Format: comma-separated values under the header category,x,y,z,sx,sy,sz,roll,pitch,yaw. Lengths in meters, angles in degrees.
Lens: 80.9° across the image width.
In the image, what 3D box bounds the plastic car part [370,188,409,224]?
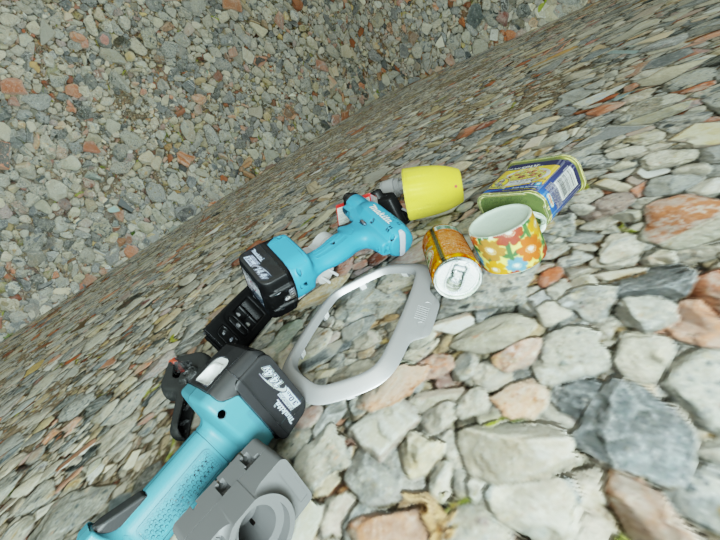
category,x,y,z,sx,sy,sz,roll,pitch,yaw
plastic car part,0.037,-0.116,0.782,0.065,0.069,0.121,-42,22,-31

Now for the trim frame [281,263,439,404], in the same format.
category,x,y,z,sx,sy,sz,roll,pitch,yaw
trim frame,0.002,0.065,0.512,0.191,0.027,0.247,-15,25,33

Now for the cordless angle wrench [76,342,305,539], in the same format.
category,x,y,z,sx,sy,sz,roll,pitch,yaw
cordless angle wrench,-0.210,0.243,0.335,0.078,0.094,0.419,-4,38,50

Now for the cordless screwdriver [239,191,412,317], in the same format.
category,x,y,z,sx,sy,sz,roll,pitch,yaw
cordless screwdriver,-0.064,-0.042,0.653,0.244,0.071,0.168,-27,46,-17

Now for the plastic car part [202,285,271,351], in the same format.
category,x,y,z,sx,sy,sz,roll,pitch,yaw
plastic car part,-0.175,0.062,0.693,0.068,0.066,0.201,-45,6,49
